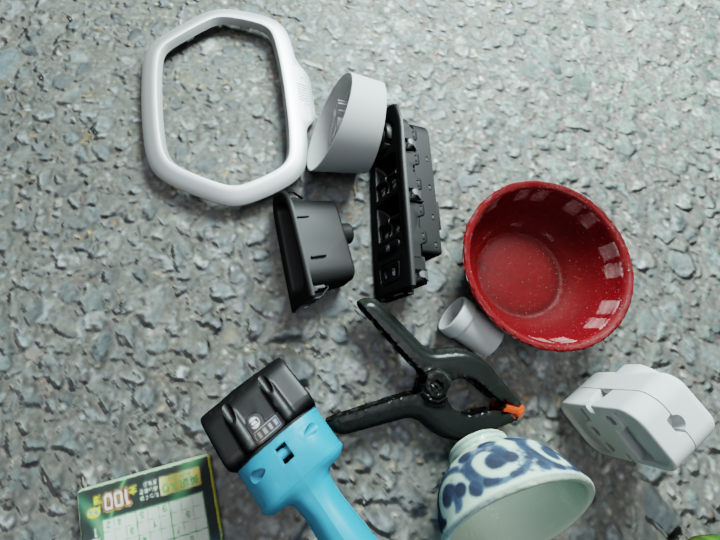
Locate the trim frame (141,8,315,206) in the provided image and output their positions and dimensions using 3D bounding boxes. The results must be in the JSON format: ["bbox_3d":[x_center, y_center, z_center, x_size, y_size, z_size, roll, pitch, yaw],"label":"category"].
[{"bbox_3d":[-0.142,-0.183,0.458,0.183,0.027,0.254,-9,72,-5],"label":"trim frame"}]

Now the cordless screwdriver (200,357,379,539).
[{"bbox_3d":[-0.013,0.193,0.314,0.073,0.154,0.260,-36,65,-18],"label":"cordless screwdriver"}]

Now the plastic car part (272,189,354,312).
[{"bbox_3d":[-0.040,-0.026,0.407,0.069,0.066,0.119,-3,71,-23],"label":"plastic car part"}]

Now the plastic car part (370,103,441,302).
[{"bbox_3d":[0.046,-0.073,0.422,0.065,0.067,0.207,-1,73,-17],"label":"plastic car part"}]
